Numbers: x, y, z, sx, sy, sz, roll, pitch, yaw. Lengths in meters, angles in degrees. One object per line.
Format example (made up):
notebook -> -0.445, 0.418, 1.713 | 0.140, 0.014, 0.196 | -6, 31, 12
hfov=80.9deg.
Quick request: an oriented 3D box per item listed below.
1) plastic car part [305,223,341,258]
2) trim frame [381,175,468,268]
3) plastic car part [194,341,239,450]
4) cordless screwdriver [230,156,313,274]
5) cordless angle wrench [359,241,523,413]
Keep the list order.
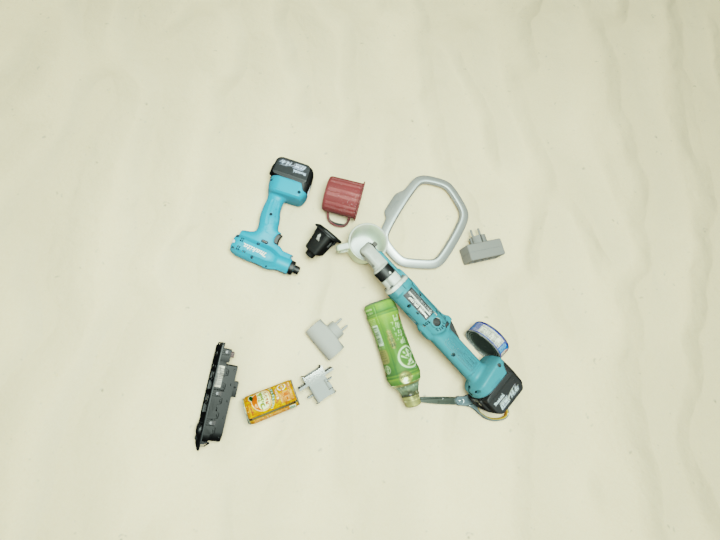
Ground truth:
plastic car part -> -0.091, -0.059, 0.928 | 0.066, 0.115, 0.071 | 39, 98, 2
trim frame -> 0.149, -0.115, 1.001 | 0.185, 0.027, 0.248 | 31, 76, 3
plastic car part -> -0.286, 0.251, 0.847 | 0.064, 0.069, 0.205 | 22, 70, -28
cordless screwdriver -> -0.171, -0.120, 0.953 | 0.160, 0.074, 0.250 | 23, 78, 0
cordless angle wrench -> 0.148, 0.107, 0.870 | 0.097, 0.075, 0.424 | -42, 88, -17
